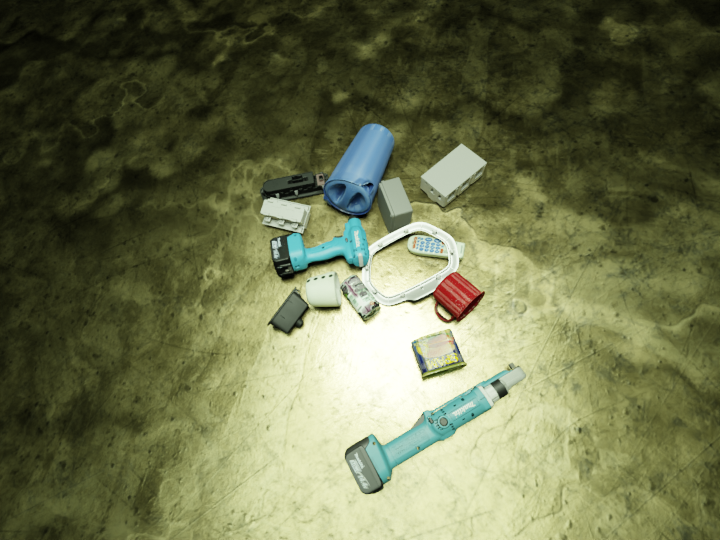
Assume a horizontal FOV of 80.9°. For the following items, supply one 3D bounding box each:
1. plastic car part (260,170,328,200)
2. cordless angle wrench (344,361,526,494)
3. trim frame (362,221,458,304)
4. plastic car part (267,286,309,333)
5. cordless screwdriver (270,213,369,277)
[{"bbox_3d":[-0.192,-0.241,1.204,0.205,0.065,0.068,-11,73,7],"label":"plastic car part"},{"bbox_3d":[0.169,0.319,0.889,0.420,0.072,0.102,-29,66,-6],"label":"cordless angle wrench"},{"bbox_3d":[0.118,-0.018,1.048,0.250,0.026,0.191,-27,68,6],"label":"trim frame"},{"bbox_3d":[-0.169,0.107,1.048,0.072,0.065,0.116,32,79,4],"label":"plastic car part"},{"bbox_3d":[-0.108,-0.071,1.104,0.250,0.071,0.165,-9,51,3],"label":"cordless screwdriver"}]
